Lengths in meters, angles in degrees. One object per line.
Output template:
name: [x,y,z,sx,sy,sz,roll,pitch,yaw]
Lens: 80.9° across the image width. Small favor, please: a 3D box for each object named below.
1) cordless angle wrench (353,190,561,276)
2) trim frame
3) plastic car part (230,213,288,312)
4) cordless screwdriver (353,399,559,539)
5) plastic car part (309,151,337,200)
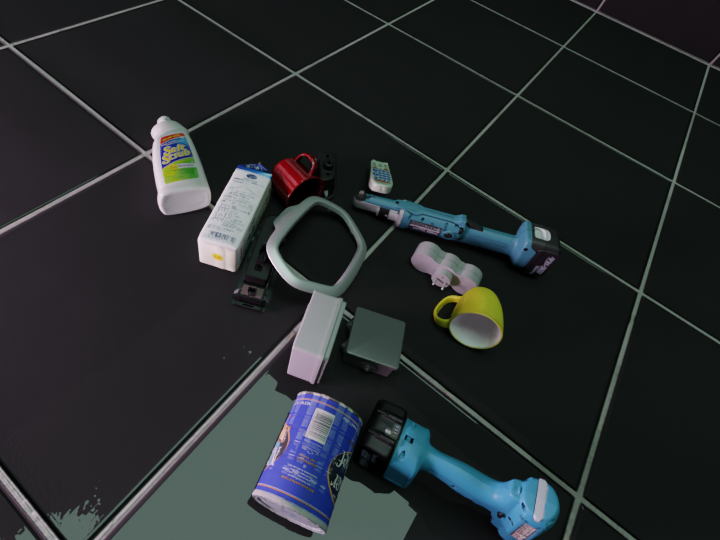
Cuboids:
cordless angle wrench: [0.189,-0.093,0.891,0.427,0.096,0.075,16,53,4]
trim frame: [-0.078,-0.051,0.799,0.182,0.028,0.248,38,45,-6]
plastic car part: [-0.178,-0.029,0.776,0.066,0.065,0.207,10,51,0]
cordless screwdriver: [0.118,0.287,0.583,0.258,0.154,0.074,20,48,20]
plastic car part: [-0.075,-0.215,0.924,0.065,0.070,0.120,5,52,-11]
